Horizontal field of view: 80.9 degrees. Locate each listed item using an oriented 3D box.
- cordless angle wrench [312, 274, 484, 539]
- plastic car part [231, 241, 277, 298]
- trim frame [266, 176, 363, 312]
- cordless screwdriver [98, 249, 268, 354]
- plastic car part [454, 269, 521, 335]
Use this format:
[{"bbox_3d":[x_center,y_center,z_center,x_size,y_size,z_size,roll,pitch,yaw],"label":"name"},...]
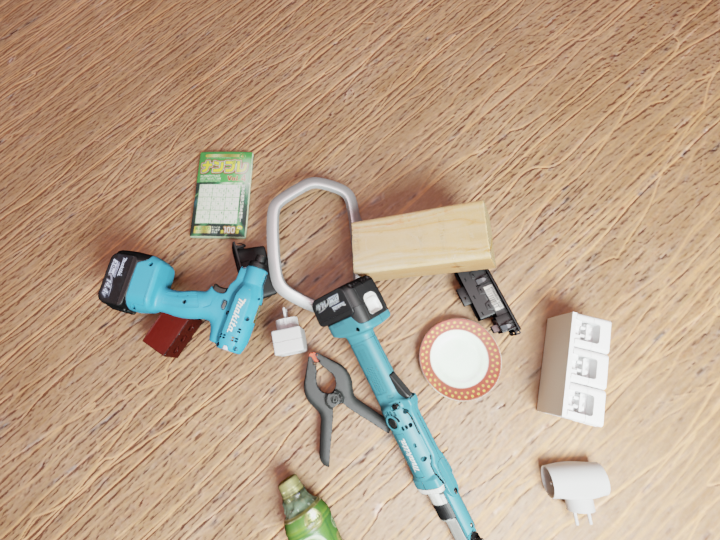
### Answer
[{"bbox_3d":[0.064,0.216,0.639,0.072,0.100,0.428,-19,79,-47],"label":"cordless angle wrench"},{"bbox_3d":[-0.181,0.004,0.747,0.069,0.066,0.119,-18,78,-17],"label":"plastic car part"},{"bbox_3d":[-0.073,-0.048,0.749,0.182,0.027,0.252,-5,76,-7],"label":"trim frame"},{"bbox_3d":[-0.279,0.023,0.687,0.252,0.073,0.160,16,75,7],"label":"cordless screwdriver"},{"bbox_3d":[0.190,0.017,0.706,0.068,0.064,0.208,-23,73,13],"label":"plastic car part"}]
